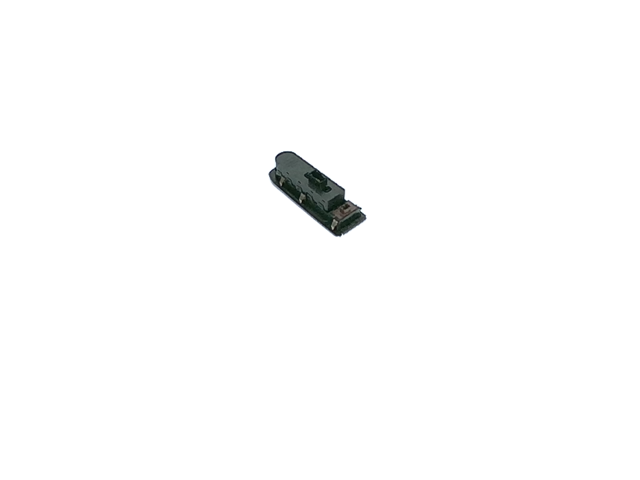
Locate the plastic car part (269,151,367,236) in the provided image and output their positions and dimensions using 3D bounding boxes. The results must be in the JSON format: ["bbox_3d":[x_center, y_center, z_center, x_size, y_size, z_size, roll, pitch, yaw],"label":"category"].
[{"bbox_3d":[-0.016,-0.089,0.708,0.066,0.067,0.203,-39,54,-18],"label":"plastic car part"}]
